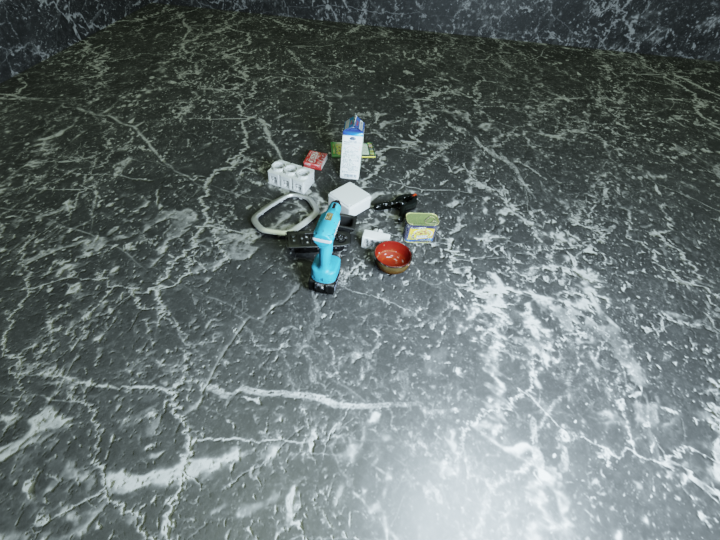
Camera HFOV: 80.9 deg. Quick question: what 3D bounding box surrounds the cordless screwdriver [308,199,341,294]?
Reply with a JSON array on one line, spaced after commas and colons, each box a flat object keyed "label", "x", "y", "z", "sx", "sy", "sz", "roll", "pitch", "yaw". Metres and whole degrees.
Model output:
[{"label": "cordless screwdriver", "x": -0.088, "y": -0.062, "z": 1.154, "sx": 0.075, "sy": 0.242, "sz": 0.161, "roll": 12, "pitch": 46, "yaw": 5}]

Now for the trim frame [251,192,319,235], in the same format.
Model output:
[{"label": "trim frame", "x": -0.251, "y": -0.191, "z": 1.423, "sx": 0.192, "sy": 0.027, "sz": 0.245, "roll": 29, "pitch": 51, "yaw": 23}]

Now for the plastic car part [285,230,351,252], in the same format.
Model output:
[{"label": "plastic car part", "x": -0.127, "y": -0.083, "z": 1.296, "sx": 0.201, "sy": 0.065, "sz": 0.069, "roll": -5, "pitch": 47, "yaw": -8}]

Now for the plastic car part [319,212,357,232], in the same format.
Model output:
[{"label": "plastic car part", "x": -0.074, "y": -0.140, "z": 1.351, "sx": 0.118, "sy": 0.069, "sz": 0.067, "roll": 9, "pitch": 46, "yaw": 5}]
